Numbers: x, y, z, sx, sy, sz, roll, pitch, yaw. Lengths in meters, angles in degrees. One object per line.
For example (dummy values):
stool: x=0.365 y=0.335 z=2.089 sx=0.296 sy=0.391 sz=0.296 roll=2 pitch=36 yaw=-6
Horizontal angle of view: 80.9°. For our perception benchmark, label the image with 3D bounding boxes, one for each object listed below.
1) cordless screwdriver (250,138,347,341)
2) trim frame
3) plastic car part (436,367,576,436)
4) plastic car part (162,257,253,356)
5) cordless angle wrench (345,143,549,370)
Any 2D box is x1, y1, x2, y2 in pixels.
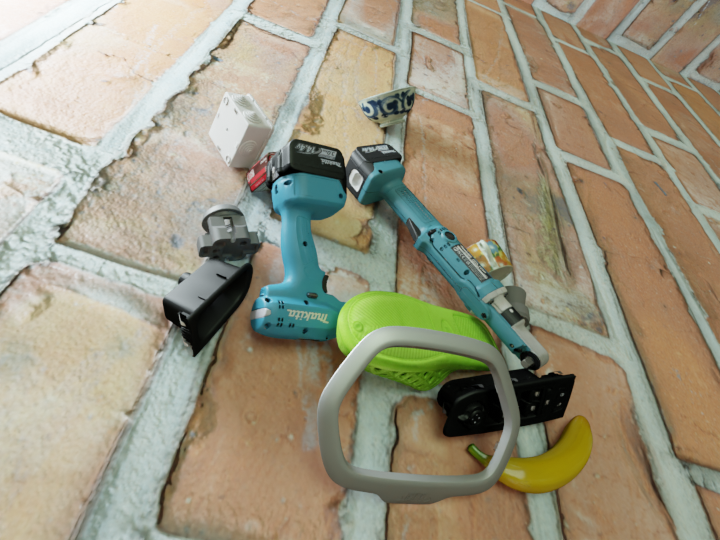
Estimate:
cordless screwdriver: x=-0.054 y=-0.035 z=0.549 sx=0.152 sy=0.076 sz=0.253 roll=10 pitch=71 yaw=-30
trim frame: x=0.069 y=0.156 z=0.448 sx=0.240 sy=0.028 sz=0.185 roll=12 pitch=83 yaw=-20
plastic car part: x=0.178 y=0.158 z=0.535 sx=0.195 sy=0.065 sz=0.071 roll=-3 pitch=28 yaw=-28
plastic car part: x=-0.186 y=0.028 z=0.497 sx=0.072 sy=0.064 sz=0.116 roll=20 pitch=43 yaw=10
cordless angle wrench: x=0.121 y=-0.036 z=0.648 sx=0.094 sy=0.073 sz=0.442 roll=-16 pitch=57 yaw=-34
